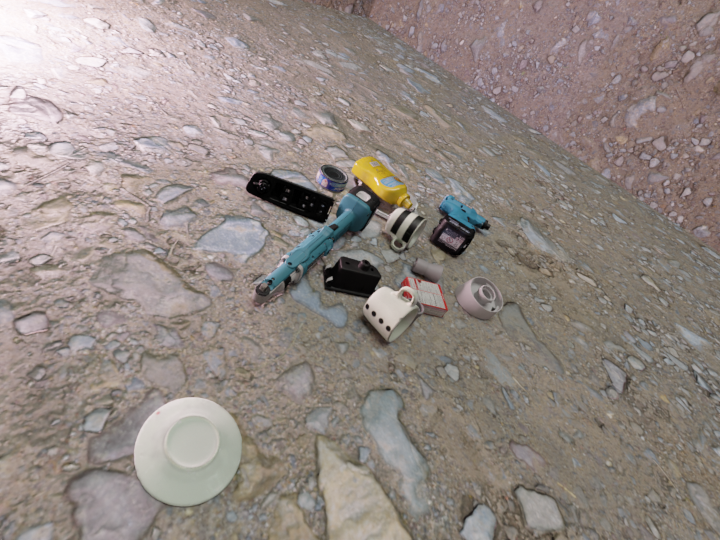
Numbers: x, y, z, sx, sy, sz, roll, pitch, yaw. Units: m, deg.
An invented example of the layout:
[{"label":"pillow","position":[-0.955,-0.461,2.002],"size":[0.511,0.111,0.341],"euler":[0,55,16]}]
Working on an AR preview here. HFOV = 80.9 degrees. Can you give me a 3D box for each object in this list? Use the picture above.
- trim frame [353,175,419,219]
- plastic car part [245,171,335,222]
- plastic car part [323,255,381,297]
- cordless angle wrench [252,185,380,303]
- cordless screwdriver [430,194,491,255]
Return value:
[{"label":"trim frame","position":[0.078,-0.211,1.201],"size":[0.176,0.027,0.261],"euler":[3,41,-30]},{"label":"plastic car part","position":[-0.165,-0.182,0.991],"size":[0.198,0.066,0.069],"euler":[18,29,-12]},{"label":"plastic car part","position":[-0.010,0.006,0.854],"size":[0.113,0.070,0.068],"euler":[12,41,-16]},{"label":"cordless angle wrench","position":[-0.086,-0.056,0.877],"size":[0.076,0.097,0.418],"euler":[35,42,6]},{"label":"cordless screwdriver","position":[0.289,-0.124,1.189],"size":[0.161,0.074,0.248],"euler":[30,33,3]}]
